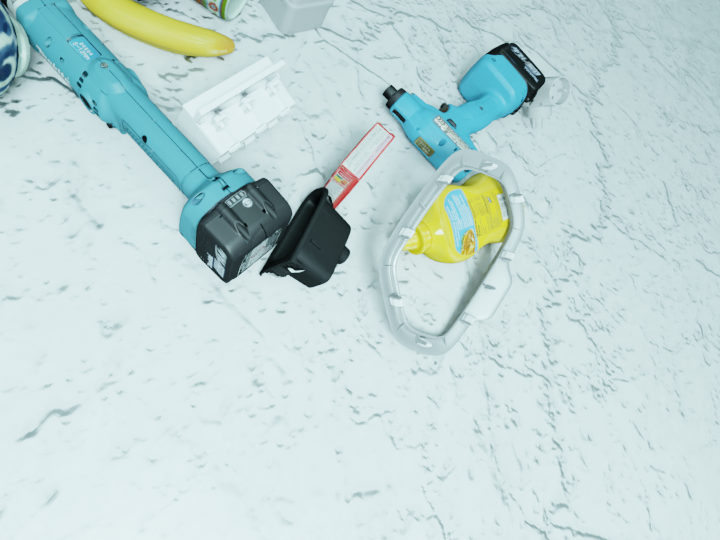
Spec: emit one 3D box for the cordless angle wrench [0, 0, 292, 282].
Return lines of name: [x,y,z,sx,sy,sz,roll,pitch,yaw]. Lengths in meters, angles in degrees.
cordless angle wrench: [-0.240,-0.171,0.410,0.427,0.098,0.073,46,62,5]

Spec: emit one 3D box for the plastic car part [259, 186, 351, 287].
plastic car part: [-0.044,-0.029,0.451,0.068,0.068,0.117,43,54,-22]

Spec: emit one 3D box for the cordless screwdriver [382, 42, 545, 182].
cordless screwdriver: [0.151,-0.252,0.616,0.159,0.075,0.246,45,63,-1]

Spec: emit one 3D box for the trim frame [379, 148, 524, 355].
trim frame: [0.113,-0.020,0.474,0.175,0.029,0.248,46,71,-30]
